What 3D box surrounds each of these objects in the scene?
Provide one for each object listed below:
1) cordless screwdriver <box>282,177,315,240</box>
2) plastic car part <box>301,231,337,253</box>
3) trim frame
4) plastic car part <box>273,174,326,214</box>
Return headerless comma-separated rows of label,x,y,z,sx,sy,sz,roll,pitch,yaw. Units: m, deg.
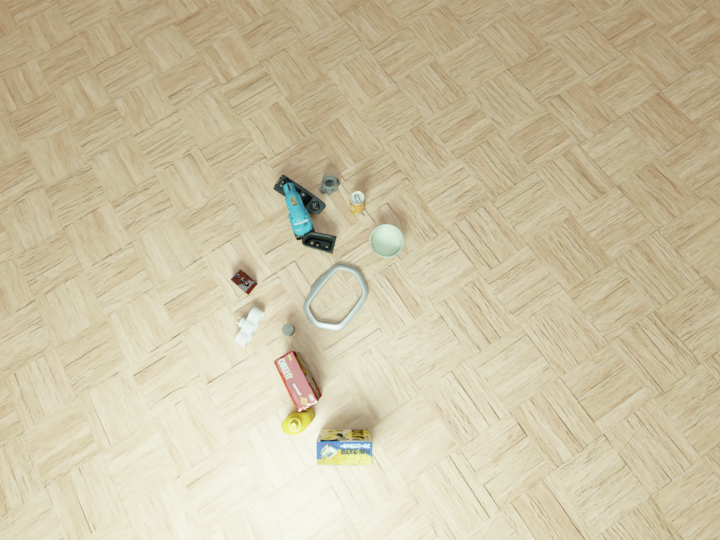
cordless screwdriver,-0.217,-0.203,1.443,0.074,0.244,0.163,-19,78,-5
plastic car part,-0.147,-0.096,1.500,0.118,0.069,0.066,13,77,6
trim frame,-0.086,0.091,1.468,0.188,0.027,0.248,36,80,12
plastic car part,-0.220,-0.267,1.552,0.207,0.065,0.066,33,79,11
